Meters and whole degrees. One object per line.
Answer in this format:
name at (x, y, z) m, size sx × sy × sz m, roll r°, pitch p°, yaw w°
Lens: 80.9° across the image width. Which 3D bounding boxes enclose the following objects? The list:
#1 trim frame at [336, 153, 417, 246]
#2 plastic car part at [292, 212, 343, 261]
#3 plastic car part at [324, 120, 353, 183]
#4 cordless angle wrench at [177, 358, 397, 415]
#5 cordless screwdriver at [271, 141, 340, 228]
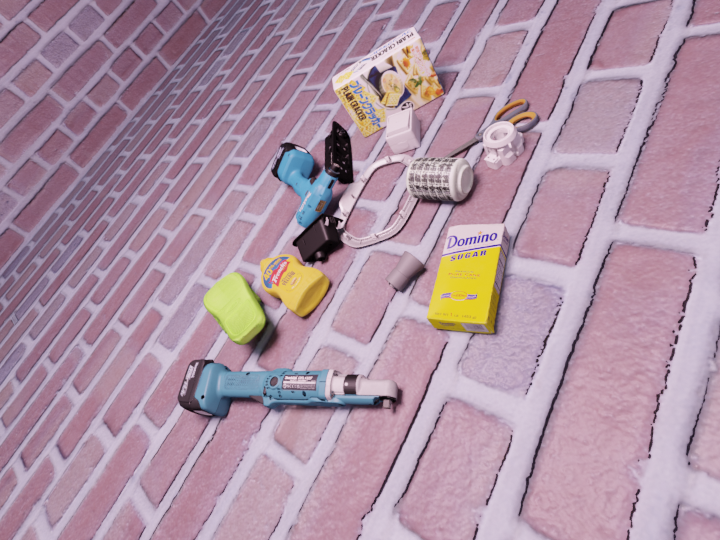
trim frame at (0.037, -0.154, 0.897) m, size 0.194 × 0.026 × 0.249 m, roll 11°, pitch 68°, yaw 41°
plastic car part at (-0.087, -0.057, 0.889) m, size 0.118 × 0.062 × 0.074 m, roll -40°, pitch 55°, yaw 31°
plastic car part at (-0.058, -0.287, 1.045) m, size 0.068 × 0.063 × 0.209 m, roll -39°, pitch 40°, yaw 42°
cordless angle wrench at (-0.137, 0.203, 0.731) m, size 0.439 × 0.070 × 0.100 m, roll -8°, pitch 54°, yaw 28°
cordless screwdriver at (-0.129, -0.230, 1.004) m, size 0.159 × 0.071 × 0.262 m, roll -58°, pitch 40°, yaw 26°
